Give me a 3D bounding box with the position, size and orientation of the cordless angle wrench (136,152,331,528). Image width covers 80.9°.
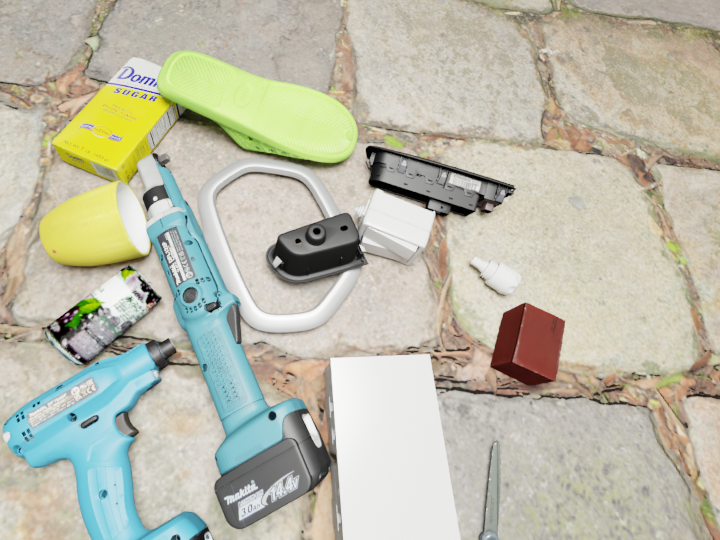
[{"bbox_3d":[-0.170,0.033,0.460,0.098,0.072,0.438,-31,68,0],"label":"cordless angle wrench"}]

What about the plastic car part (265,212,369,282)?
[{"bbox_3d":[-0.047,-0.031,0.486,0.114,0.070,0.068,-17,70,-19],"label":"plastic car part"}]

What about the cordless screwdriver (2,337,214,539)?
[{"bbox_3d":[-0.198,0.193,0.386,0.157,0.073,0.257,-32,70,-21],"label":"cordless screwdriver"}]

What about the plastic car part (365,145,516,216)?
[{"bbox_3d":[0.096,-0.116,0.579,0.203,0.066,0.067,21,91,0],"label":"plastic car part"}]

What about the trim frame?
[{"bbox_3d":[-0.106,-0.041,0.531,0.180,0.027,0.256,-22,72,-18],"label":"trim frame"}]
